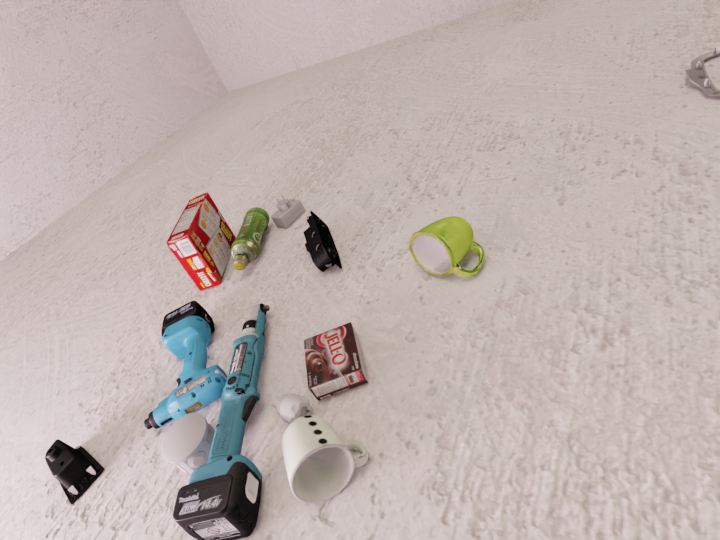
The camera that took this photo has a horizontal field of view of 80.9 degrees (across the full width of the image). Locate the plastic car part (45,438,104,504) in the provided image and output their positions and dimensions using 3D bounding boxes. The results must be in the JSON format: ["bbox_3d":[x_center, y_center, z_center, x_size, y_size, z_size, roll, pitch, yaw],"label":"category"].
[{"bbox_3d":[-0.519,0.338,0.744,0.123,0.068,0.065,11,48,38],"label":"plastic car part"}]

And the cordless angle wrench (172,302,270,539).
[{"bbox_3d":[-0.200,0.201,0.709,0.099,0.071,0.436,-20,34,9],"label":"cordless angle wrench"}]

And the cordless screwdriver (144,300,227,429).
[{"bbox_3d":[-0.351,0.180,0.831,0.158,0.071,0.262,-32,39,-5],"label":"cordless screwdriver"}]

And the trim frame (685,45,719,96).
[{"bbox_3d":[0.785,-0.417,0.861,0.192,0.026,0.250,-3,44,32],"label":"trim frame"}]

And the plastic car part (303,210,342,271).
[{"bbox_3d":[-0.095,-0.062,0.970,0.067,0.063,0.213,-36,35,4],"label":"plastic car part"}]
